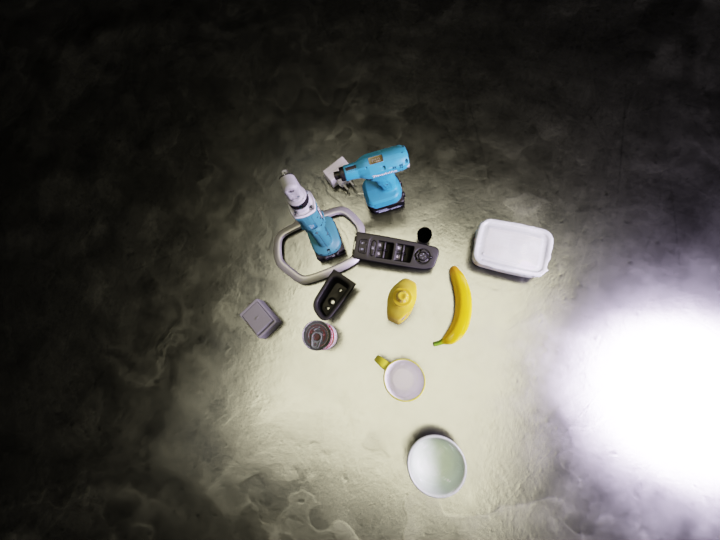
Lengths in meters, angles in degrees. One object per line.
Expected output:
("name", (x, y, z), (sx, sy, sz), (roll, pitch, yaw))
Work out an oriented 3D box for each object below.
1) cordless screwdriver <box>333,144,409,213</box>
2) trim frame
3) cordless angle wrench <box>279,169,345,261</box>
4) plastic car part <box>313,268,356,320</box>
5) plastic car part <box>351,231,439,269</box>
("cordless screwdriver", (0.029, -0.203, 0.988), (0.160, 0.242, 0.076), (-14, 78, 4))
("trim frame", (-0.107, -0.070, 1.093), (0.250, 0.027, 0.189), (-24, 74, 4))
("cordless angle wrench", (-0.103, -0.108, 0.901), (0.075, 0.412, 0.100), (-20, 78, 1))
("plastic car part", (-0.067, 0.066, 1.031), (0.068, 0.069, 0.116), (33, 84, 13))
("plastic car part", (0.084, -0.042, 1.031), (0.207, 0.065, 0.067), (9, 79, 12))
